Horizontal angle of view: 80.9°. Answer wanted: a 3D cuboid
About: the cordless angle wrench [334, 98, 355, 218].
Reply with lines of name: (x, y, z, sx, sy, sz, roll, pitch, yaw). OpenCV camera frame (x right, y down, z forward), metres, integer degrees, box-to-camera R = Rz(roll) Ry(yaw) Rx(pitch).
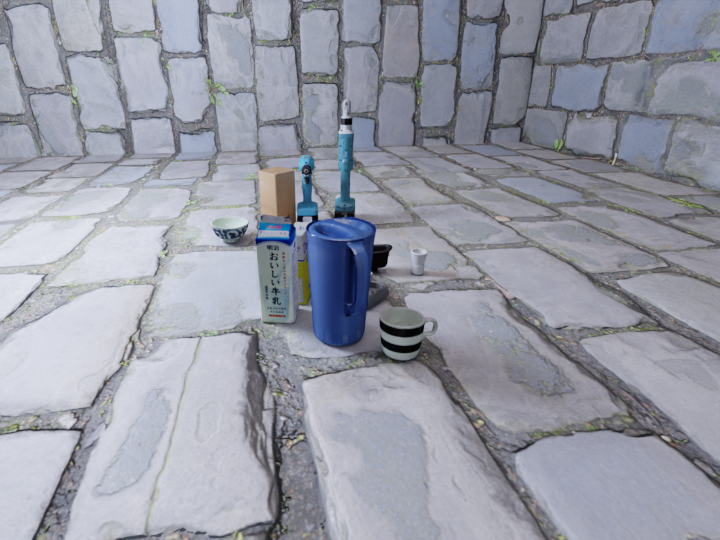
cordless angle wrench: (-0.051, -0.377, 1.483, 0.075, 0.413, 0.099, 3, 23, 2)

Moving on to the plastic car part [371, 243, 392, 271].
plastic car part: (0.028, -0.031, 1.148, 0.116, 0.069, 0.067, 0, 24, -1)

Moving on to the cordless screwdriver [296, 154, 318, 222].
cordless screwdriver: (-0.179, -0.253, 1.419, 0.074, 0.243, 0.164, 0, 23, -5)
